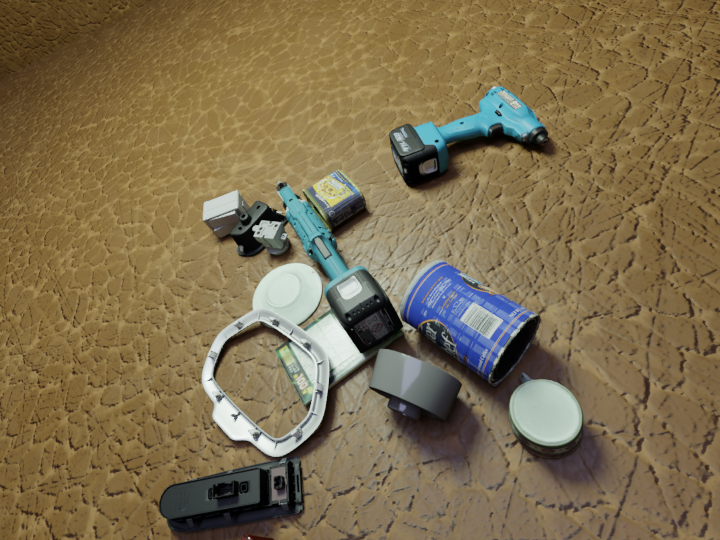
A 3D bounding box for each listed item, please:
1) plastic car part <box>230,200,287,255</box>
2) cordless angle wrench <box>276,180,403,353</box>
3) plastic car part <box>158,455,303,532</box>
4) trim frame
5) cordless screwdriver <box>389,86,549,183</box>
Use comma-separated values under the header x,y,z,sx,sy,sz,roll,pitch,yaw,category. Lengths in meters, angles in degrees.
x,y,z,sx,sy,sz,roll,pitch,yaw,category
-0.207,-0.090,0.825,0.070,0.067,0.116,24,66,34,plastic car part
-0.071,-0.046,0.725,0.074,0.093,0.446,-33,43,-3,cordless angle wrench
-0.179,0.296,0.553,0.206,0.063,0.069,-18,59,14,plastic car part
-0.152,0.160,0.642,0.262,0.026,0.184,27,79,35,trim frame
0.188,-0.233,0.757,0.249,0.071,0.167,-23,51,1,cordless screwdriver
